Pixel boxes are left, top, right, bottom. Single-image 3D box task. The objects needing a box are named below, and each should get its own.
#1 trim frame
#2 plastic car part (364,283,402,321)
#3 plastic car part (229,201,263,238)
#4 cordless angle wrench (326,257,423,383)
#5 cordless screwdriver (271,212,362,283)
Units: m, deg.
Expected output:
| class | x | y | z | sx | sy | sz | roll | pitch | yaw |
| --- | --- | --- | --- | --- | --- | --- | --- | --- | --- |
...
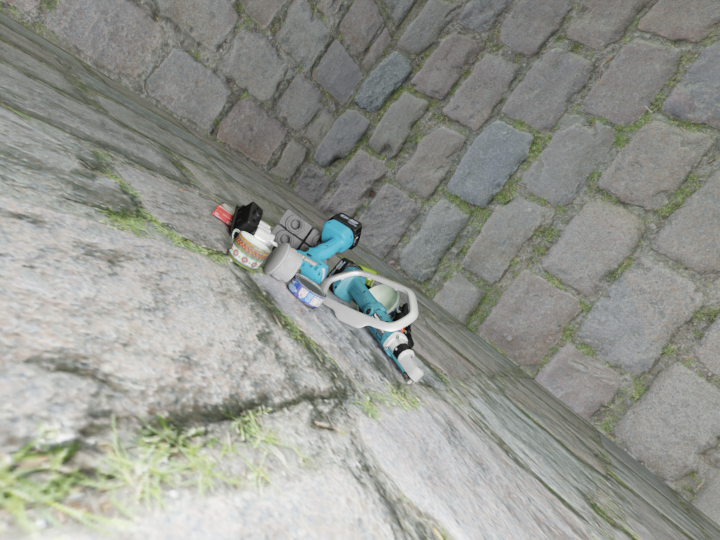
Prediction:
| class | x | y | z | sx | sy | sz | roll | pitch | yaw |
| --- | --- | --- | --- | --- | --- | --- | --- | --- | --- |
| trim frame | 0.017 | 0.067 | 1.002 | 0.260 | 0.027 | 0.181 | 21 | 40 | 25 |
| plastic car part | 0.058 | 0.114 | 1.247 | 0.204 | 0.066 | 0.066 | 37 | 33 | 2 |
| plastic car part | -0.273 | -0.127 | 1.043 | 0.063 | 0.072 | 0.120 | 43 | 23 | -30 |
| cordless angle wrench | 0.034 | 0.110 | 1.028 | 0.070 | 0.098 | 0.445 | 35 | 10 | -36 |
| cordless screwdriver | -0.113 | -0.074 | 1.151 | 0.165 | 0.073 | 0.245 | 27 | 44 | 18 |
